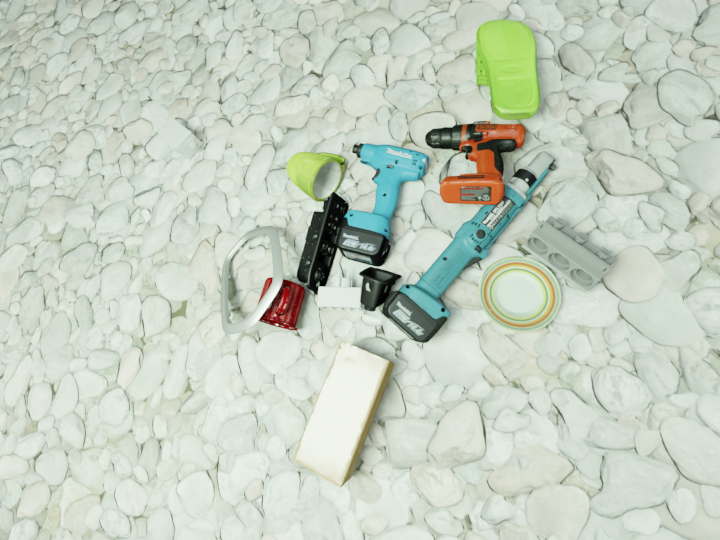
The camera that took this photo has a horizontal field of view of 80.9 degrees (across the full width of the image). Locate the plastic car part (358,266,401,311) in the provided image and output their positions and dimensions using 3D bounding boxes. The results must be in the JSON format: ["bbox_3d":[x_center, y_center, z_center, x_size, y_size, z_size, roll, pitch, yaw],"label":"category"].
[{"bbox_3d":[0.026,0.037,0.767,0.068,0.114,0.070,14,103,15],"label":"plastic car part"}]

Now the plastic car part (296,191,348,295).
[{"bbox_3d":[-0.083,-0.054,0.846,0.070,0.063,0.205,4,75,25],"label":"plastic car part"}]

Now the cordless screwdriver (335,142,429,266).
[{"bbox_3d":[0.019,-0.142,0.839,0.165,0.071,0.250,19,76,20],"label":"cordless screwdriver"}]

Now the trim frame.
[{"bbox_3d":[-0.220,0.012,0.832,0.186,0.026,0.260,-35,45,18],"label":"trim frame"}]

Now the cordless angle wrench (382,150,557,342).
[{"bbox_3d":[0.207,-0.058,0.758,0.099,0.074,0.422,41,83,4],"label":"cordless angle wrench"}]
